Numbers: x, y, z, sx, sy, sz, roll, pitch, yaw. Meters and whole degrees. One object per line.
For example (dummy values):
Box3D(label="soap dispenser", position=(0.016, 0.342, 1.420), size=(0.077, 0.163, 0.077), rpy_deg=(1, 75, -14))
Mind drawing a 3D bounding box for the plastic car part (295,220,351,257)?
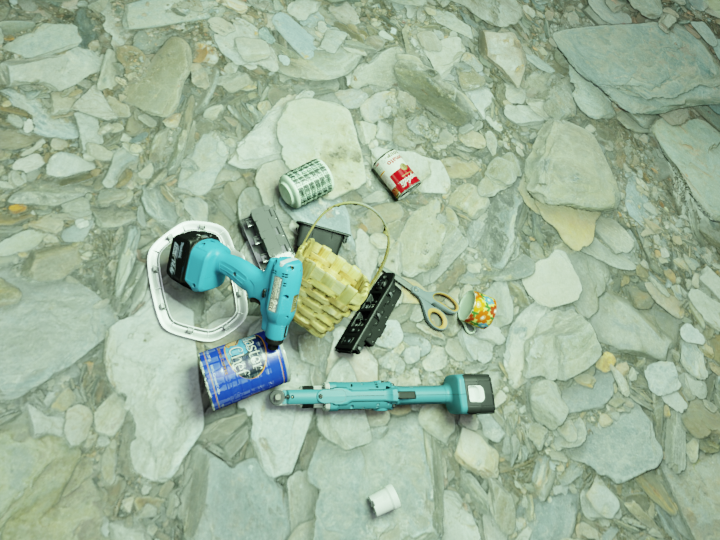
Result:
Box3D(label="plastic car part", position=(-0.088, -0.057, 0.897), size=(0.115, 0.066, 0.071), rpy_deg=(12, 83, -8))

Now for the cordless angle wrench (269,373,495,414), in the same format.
Box3D(label="cordless angle wrench", position=(0.039, 0.238, 0.804), size=(0.416, 0.097, 0.076), rpy_deg=(2, 71, -10))

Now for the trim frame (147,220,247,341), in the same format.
Box3D(label="trim frame", position=(-0.312, 0.015, 0.824), size=(0.179, 0.027, 0.255), rpy_deg=(-13, 72, -20))

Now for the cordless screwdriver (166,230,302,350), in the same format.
Box3D(label="cordless screwdriver", position=(-0.221, 0.028, 0.736), size=(0.259, 0.072, 0.157), rpy_deg=(18, 105, 22))

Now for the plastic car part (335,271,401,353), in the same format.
Box3D(label="plastic car part", position=(0.029, 0.091, 0.865), size=(0.065, 0.068, 0.203), rpy_deg=(35, 65, -14))
